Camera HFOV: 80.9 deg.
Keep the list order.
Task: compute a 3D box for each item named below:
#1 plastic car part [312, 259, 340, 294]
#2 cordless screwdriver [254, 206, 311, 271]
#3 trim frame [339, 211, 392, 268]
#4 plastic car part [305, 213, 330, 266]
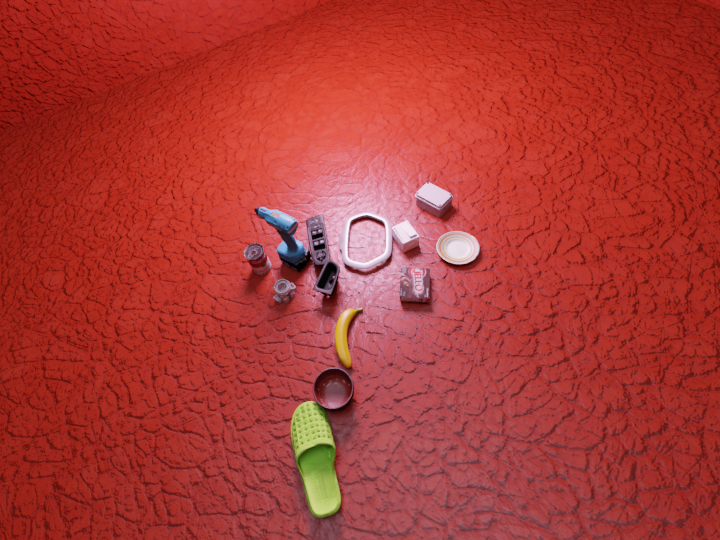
[{"bbox_3d":[-0.098,0.034,1.359,0.068,0.068,0.117,12,59,18],"label":"plastic car part"},{"bbox_3d":[-0.256,-0.109,1.387,0.167,0.238,0.074,27,64,24],"label":"cordless screwdriver"},{"bbox_3d":[0.016,-0.107,1.456,0.187,0.026,0.255,-4,56,10],"label":"trim frame"},{"bbox_3d":[-0.143,-0.093,1.458,0.066,0.064,0.211,-13,55,1],"label":"plastic car part"}]
